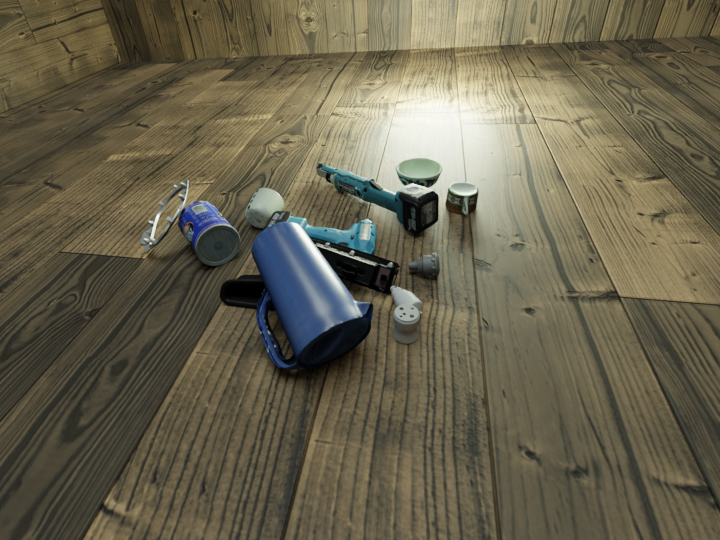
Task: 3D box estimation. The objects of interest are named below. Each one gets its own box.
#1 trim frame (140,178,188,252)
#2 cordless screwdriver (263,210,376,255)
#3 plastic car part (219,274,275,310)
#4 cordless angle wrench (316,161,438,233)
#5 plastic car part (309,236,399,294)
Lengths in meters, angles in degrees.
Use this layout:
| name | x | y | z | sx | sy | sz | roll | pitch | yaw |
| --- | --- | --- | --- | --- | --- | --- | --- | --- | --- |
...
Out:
| name | x | y | z | sx | sy | sz | roll | pitch | yaw |
| --- | --- | --- | --- | --- | --- | --- | --- | --- | --- |
| trim frame | -0.492 | -0.142 | 1.062 | 0.185 | 0.026 | 0.260 | -46 | 36 | 14 |
| cordless screwdriver | -0.092 | -0.060 | 0.941 | 0.252 | 0.072 | 0.162 | 5 | 39 | 7 |
| plastic car part | -0.219 | 0.034 | 0.856 | 0.120 | 0.064 | 0.070 | 4 | 23 | 16 |
| cordless angle wrench | 0.015 | -0.214 | 1.114 | 0.073 | 0.094 | 0.448 | -29 | 39 | -28 |
| plastic car part | -0.032 | -0.010 | 0.841 | 0.210 | 0.066 | 0.065 | 20 | 16 | 19 |
